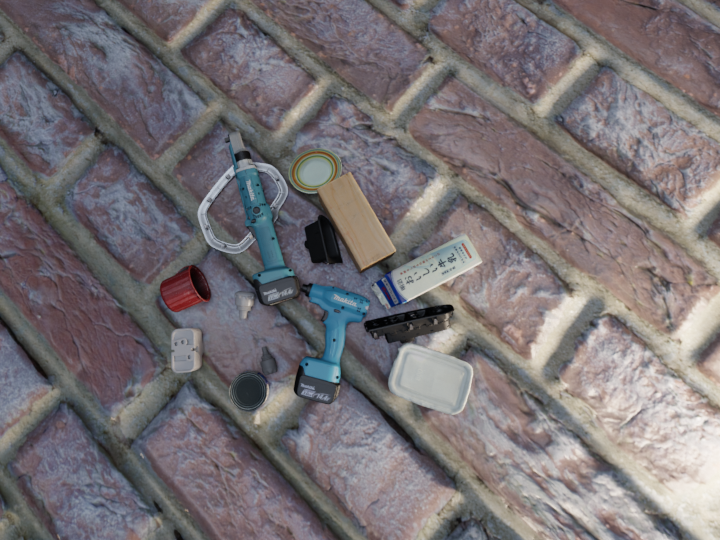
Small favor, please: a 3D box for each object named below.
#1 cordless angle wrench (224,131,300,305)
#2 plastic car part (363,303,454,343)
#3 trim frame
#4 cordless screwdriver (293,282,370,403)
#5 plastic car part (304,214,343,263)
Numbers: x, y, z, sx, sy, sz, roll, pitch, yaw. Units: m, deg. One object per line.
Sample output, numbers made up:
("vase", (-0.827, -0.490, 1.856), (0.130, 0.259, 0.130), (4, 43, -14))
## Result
("cordless angle wrench", (-0.240, -0.132, 0.985), (0.098, 0.073, 0.429), (-17, 81, -4))
("plastic car part", (0.114, 0.121, 0.936), (0.203, 0.066, 0.067), (-17, 91, 1))
("trim frame", (-0.289, -0.159, 1.037), (0.187, 0.027, 0.248), (36, 82, 9))
("cordless screwdriver", (-0.089, 0.156, 0.941), (0.161, 0.073, 0.250), (17, 77, 7))
("plastic car part", (-0.097, -0.063, 0.988), (0.073, 0.063, 0.119), (-23, 77, 27))
